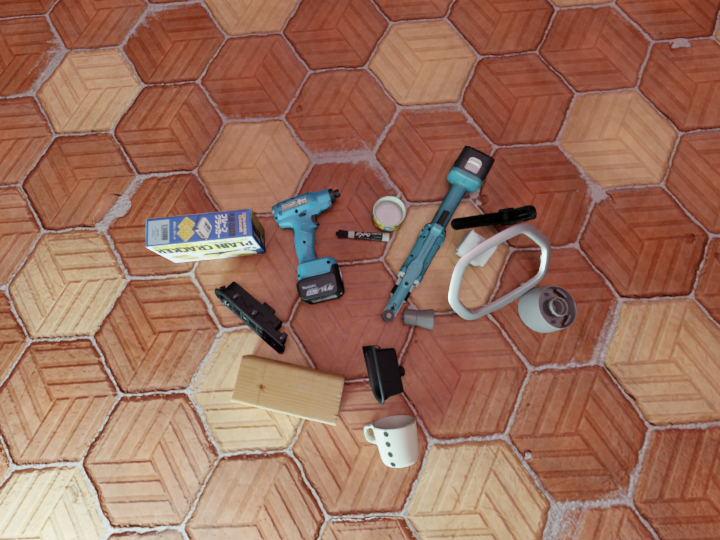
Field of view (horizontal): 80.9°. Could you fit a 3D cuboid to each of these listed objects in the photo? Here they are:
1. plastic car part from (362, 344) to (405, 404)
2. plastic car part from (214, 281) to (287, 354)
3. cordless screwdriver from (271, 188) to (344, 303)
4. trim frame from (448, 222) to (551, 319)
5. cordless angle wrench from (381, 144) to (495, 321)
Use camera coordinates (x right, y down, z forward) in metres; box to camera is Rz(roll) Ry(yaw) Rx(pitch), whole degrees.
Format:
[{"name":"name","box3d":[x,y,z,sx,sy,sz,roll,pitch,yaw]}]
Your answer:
[{"name":"plastic car part","box3d":[0.054,0.207,0.873,0.069,0.066,0.118,-12,79,-17]},{"name":"plastic car part","box3d":[-0.230,0.091,0.910,0.207,0.065,0.067,35,70,10]},{"name":"cordless screwdriver","box3d":[-0.091,-0.060,0.932,0.160,0.072,0.255,-19,73,3]},{"name":"trim frame","box3d":[0.287,0.005,0.871,0.247,0.029,0.177,-30,117,-7]},{"name":"cordless angle wrench","box3d":[0.157,-0.073,0.928,0.075,0.096,0.423,29,83,5]}]
